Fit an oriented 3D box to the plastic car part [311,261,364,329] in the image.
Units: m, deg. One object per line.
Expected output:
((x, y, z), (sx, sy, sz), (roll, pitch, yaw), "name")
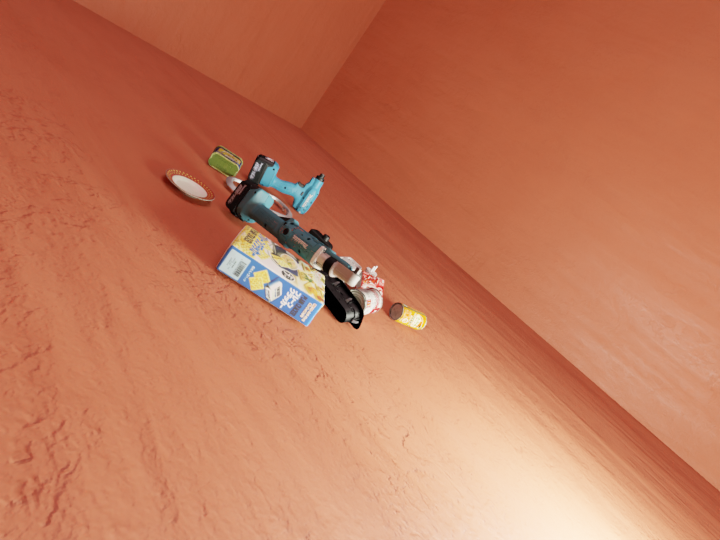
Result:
((-0.065, 0.053, 1.002), (0.064, 0.066, 0.213), (0, 39, -49), "plastic car part")

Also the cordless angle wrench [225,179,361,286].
((-0.160, -0.083, 0.983), (0.446, 0.098, 0.070), (36, -2, 33), "cordless angle wrench")

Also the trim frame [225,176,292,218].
((-0.312, -0.222, 1.317), (0.235, 0.027, 0.194), (19, 25, -41), "trim frame")

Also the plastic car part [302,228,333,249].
((-0.121, -0.079, 1.236), (0.122, 0.071, 0.063), (42, 18, 26), "plastic car part")

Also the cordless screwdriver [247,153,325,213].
((-0.255, -0.320, 1.466), (0.242, 0.159, 0.076), (31, 18, -15), "cordless screwdriver")
